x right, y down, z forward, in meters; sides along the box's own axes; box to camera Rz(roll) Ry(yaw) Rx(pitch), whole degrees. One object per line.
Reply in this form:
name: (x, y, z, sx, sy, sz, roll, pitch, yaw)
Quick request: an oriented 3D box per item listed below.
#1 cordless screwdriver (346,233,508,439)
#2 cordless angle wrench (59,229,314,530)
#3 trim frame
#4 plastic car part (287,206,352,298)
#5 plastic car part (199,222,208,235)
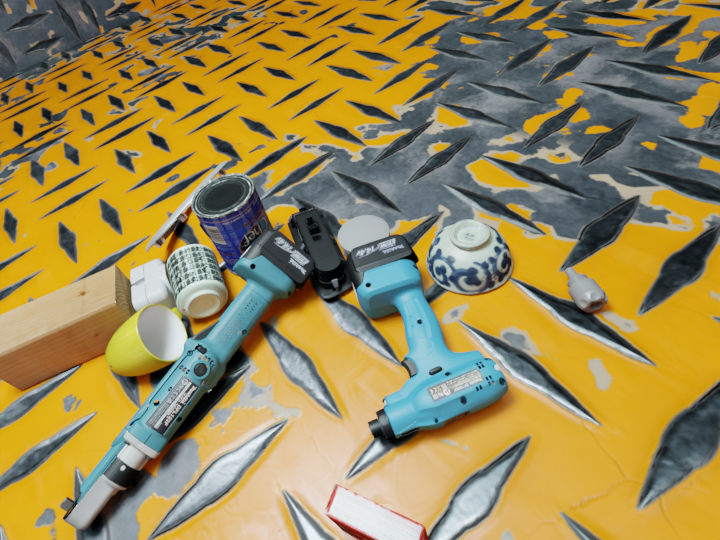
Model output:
cordless screwdriver: (0.046, 0.076, 0.539, 0.158, 0.071, 0.261, -24, 51, -5)
cordless angle wrench: (-0.216, 0.128, 0.562, 0.422, 0.096, 0.076, -56, 13, -24)
trim frame: (-0.313, -0.119, 0.777, 0.187, 0.026, 0.254, -37, 25, 25)
plastic car part: (-0.067, -0.044, 0.686, 0.065, 0.065, 0.213, -15, 49, -13)
plastic car part: (-0.257, -0.101, 0.796, 0.074, 0.063, 0.117, -1, 45, 32)
